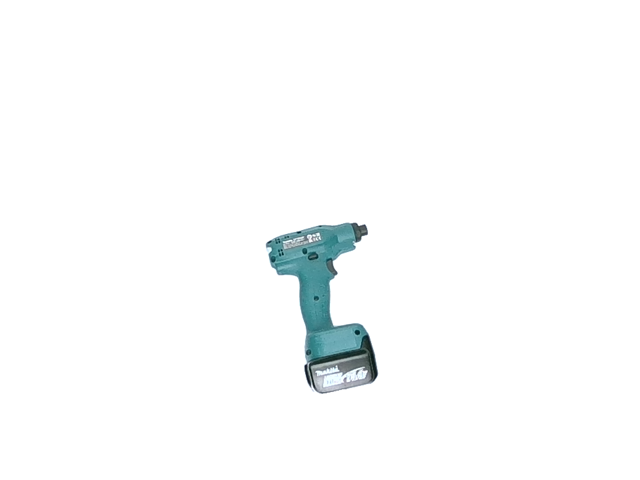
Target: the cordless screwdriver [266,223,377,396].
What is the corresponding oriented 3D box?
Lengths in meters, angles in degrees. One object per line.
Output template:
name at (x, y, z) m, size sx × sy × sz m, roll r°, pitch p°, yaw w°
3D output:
cordless screwdriver at (0.024, 0.091, 0.625) m, size 0.159 × 0.248 × 0.074 m, roll -15°, pitch -22°, yaw -6°
